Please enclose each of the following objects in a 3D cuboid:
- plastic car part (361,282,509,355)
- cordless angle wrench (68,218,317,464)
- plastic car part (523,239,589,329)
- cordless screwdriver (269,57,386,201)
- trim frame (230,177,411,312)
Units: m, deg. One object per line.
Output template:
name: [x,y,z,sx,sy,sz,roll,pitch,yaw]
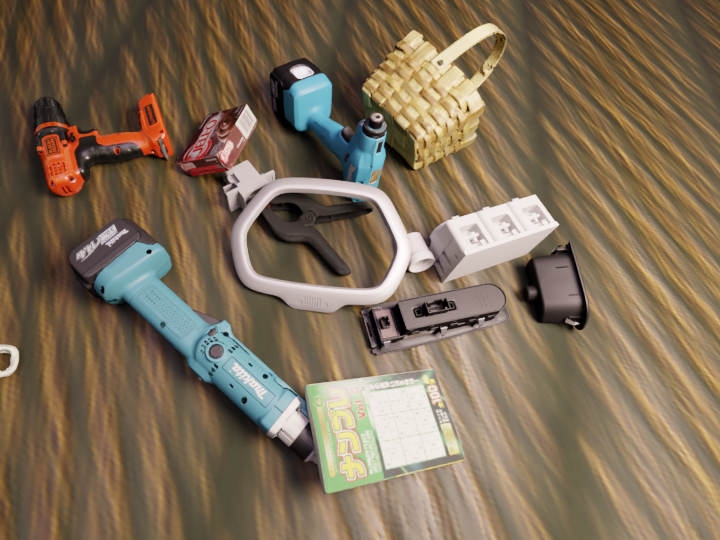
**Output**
plastic car part: [0.108,0.053,0.564,0.199,0.066,0.069,-9,57,-14]
cordless angle wrench: [-0.170,0.100,0.505,0.433,0.073,0.097,38,64,12]
plastic car part: [0.269,0.024,0.599,0.072,0.063,0.119,-2,65,8]
cordless screwdriver: [-0.048,-0.237,0.649,0.073,0.156,0.258,-28,67,-22]
trim frame: [-0.057,-0.037,0.580,0.250,0.027,0.186,6,79,4]
